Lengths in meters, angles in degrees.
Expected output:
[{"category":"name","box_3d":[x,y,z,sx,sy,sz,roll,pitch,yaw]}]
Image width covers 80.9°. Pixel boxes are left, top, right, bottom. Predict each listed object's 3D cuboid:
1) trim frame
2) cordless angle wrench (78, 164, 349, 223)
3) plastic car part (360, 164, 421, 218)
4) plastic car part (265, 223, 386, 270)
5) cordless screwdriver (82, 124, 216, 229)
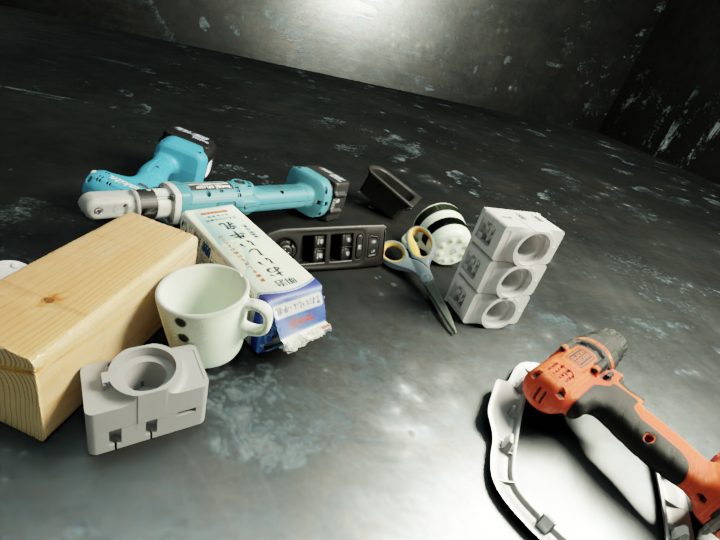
[{"category":"trim frame","box_3d":[0.216,0.175,0.412,0.191,0.027,0.243,25,34,20]},{"category":"cordless angle wrench","box_3d":[-0.187,-0.109,0.634,0.103,0.073,0.406,35,32,30]},{"category":"plastic car part","box_3d":[0.049,-0.147,0.829,0.119,0.071,0.065,39,33,8]},{"category":"plastic car part","box_3d":[-0.061,-0.040,0.619,0.195,0.065,0.071,-7,27,-32]},{"category":"cordless screwdriver","box_3d":[-0.304,-0.148,0.691,0.158,0.074,0.253,22,34,-6]}]
